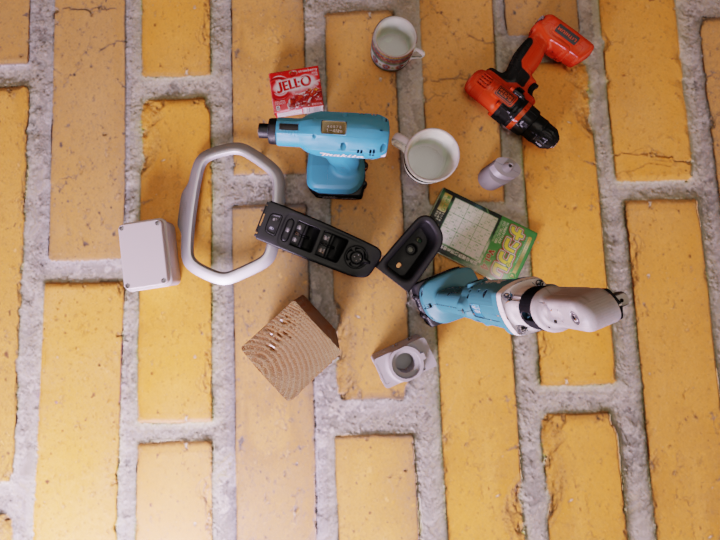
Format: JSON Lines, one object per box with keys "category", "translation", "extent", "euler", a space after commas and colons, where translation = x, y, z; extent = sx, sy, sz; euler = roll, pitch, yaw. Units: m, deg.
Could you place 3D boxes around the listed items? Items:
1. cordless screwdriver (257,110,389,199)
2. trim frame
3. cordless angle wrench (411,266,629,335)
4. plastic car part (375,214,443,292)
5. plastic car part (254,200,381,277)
{"category": "cordless screwdriver", "translation": [-0.054, -0.164, 0.616], "extent": [0.159, 0.248, 0.074], "euler": [4, 88, -3]}
{"category": "trim frame", "translation": [-0.222, -0.099, 0.723], "extent": [0.184, 0.027, 0.249], "euler": [4, 85, 1]}
{"category": "cordless angle wrench", "translation": [0.152, 0.036, 0.508], "extent": [0.097, 0.422, 0.075], "euler": [-22, 90, -5]}
{"category": "plastic car part", "translation": [0.082, -0.030, 0.690], "extent": [0.066, 0.071, 0.116], "euler": [38, 86, 0]}
{"category": "plastic car part", "translation": [-0.068, -0.044, 0.696], "extent": [0.204, 0.066, 0.066], "euler": [22, 86, 2]}
